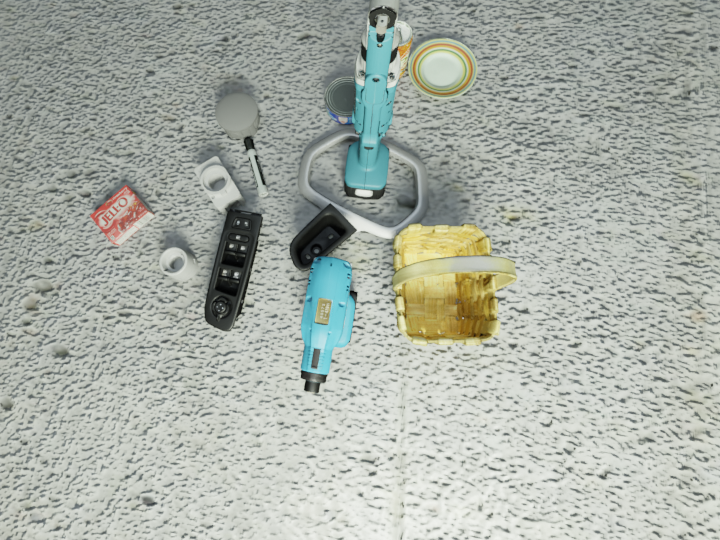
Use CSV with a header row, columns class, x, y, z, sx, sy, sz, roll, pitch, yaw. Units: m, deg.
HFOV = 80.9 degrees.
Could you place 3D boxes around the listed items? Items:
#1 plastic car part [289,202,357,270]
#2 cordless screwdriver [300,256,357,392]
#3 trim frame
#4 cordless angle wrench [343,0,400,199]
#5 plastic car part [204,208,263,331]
class,x,y,z,sx,sy,sz,roll,pitch,yaw
plastic car part,-0.071,-0.046,0.724,0.116,0.070,0.067,-43,81,-7
cordless screwdriver,-0.048,0.081,0.603,0.075,0.245,0.160,9,79,0
trim frame,0.005,-0.159,0.767,0.253,0.027,0.184,28,80,10
cordless angle wrench,0.016,-0.210,0.579,0.075,0.417,0.099,7,80,0
plastic car part,-0.216,0.001,0.725,0.067,0.066,0.204,11,78,3
